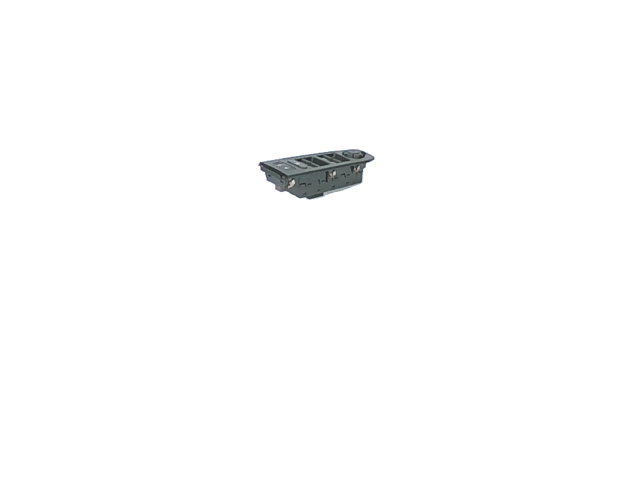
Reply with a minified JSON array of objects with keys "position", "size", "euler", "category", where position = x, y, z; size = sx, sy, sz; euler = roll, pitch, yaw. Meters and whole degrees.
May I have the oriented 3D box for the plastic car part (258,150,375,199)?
[{"position":[0.006,-0.102,0.656],"size":[0.201,0.067,0.067],"euler":[-22,31,-37],"category":"plastic car part"}]
